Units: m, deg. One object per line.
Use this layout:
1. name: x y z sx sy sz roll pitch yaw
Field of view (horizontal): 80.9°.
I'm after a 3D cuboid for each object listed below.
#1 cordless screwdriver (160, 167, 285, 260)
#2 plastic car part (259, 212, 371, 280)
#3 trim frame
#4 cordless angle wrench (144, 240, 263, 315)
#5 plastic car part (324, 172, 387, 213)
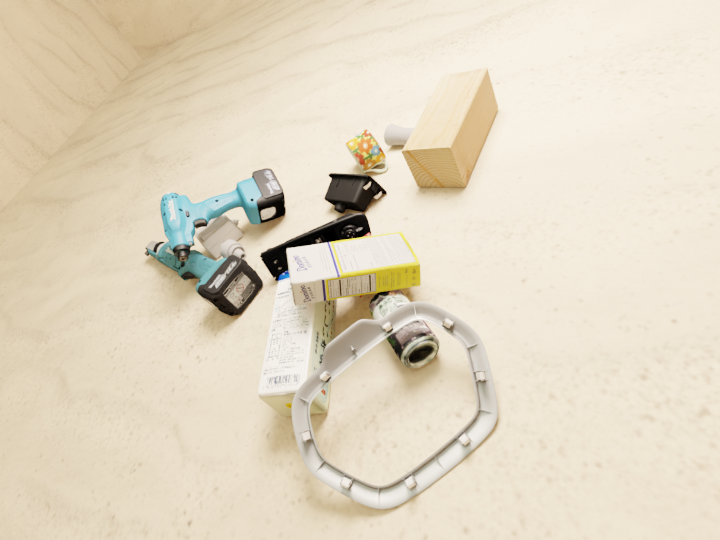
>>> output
1. cordless screwdriver: -0.275 -0.114 0.863 0.245 0.072 0.166 -17 58 -12
2. plastic car part: -0.074 -0.048 0.755 0.207 0.064 0.067 -20 19 19
3. trim frame: 0.035 0.147 0.483 0.248 0.026 0.191 -38 68 1
4. cordless angle wrench: -0.369 -0.015 0.907 0.447 0.070 0.098 17 63 43
5. plastic car part: -0.022 -0.142 0.804 0.123 0.062 0.071 13 75 43
